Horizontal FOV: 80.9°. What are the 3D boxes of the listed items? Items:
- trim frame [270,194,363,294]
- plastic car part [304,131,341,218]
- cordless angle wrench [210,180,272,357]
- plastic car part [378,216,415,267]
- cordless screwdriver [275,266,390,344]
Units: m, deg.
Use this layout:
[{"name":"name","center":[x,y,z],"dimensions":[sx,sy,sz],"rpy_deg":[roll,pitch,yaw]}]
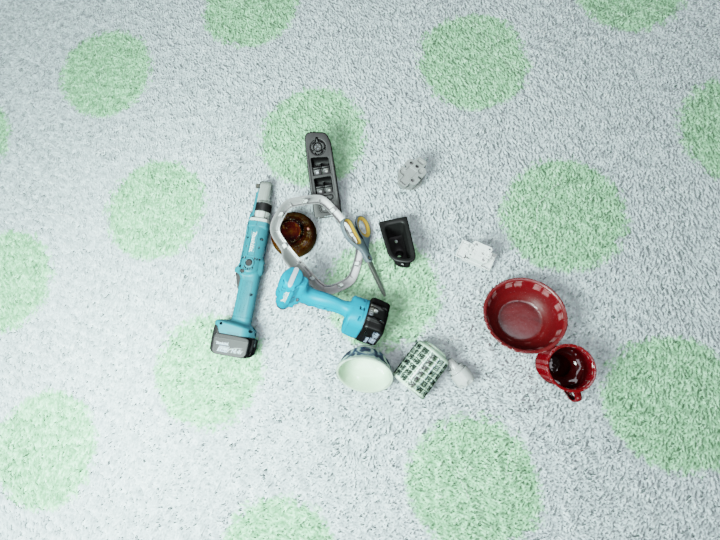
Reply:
[{"name":"trim frame","center":[-0.095,-0.062,0.968],"dimensions":[0.182,0.028,0.244],"rpy_deg":[-42,99,-18]},{"name":"plastic car part","center":[-0.088,-0.230,1.011],"dimensions":[0.067,0.067,0.199],"rpy_deg":[-6,104,10]},{"name":"cordless angle wrench","center":[-0.260,-0.013,1.002],"dimensions":[0.099,0.073,0.427],"rpy_deg":[7,78,6]},{"name":"plastic car part","center":[0.087,-0.054,0.964],"dimensions":[0.066,0.068,0.120],"rpy_deg":[-12,63,3]},{"name":"cordless screwdriver","center":[-0.071,0.086,0.937],"dimensions":[0.248,0.158,0.075],"rpy_deg":[23,57,-3]}]
